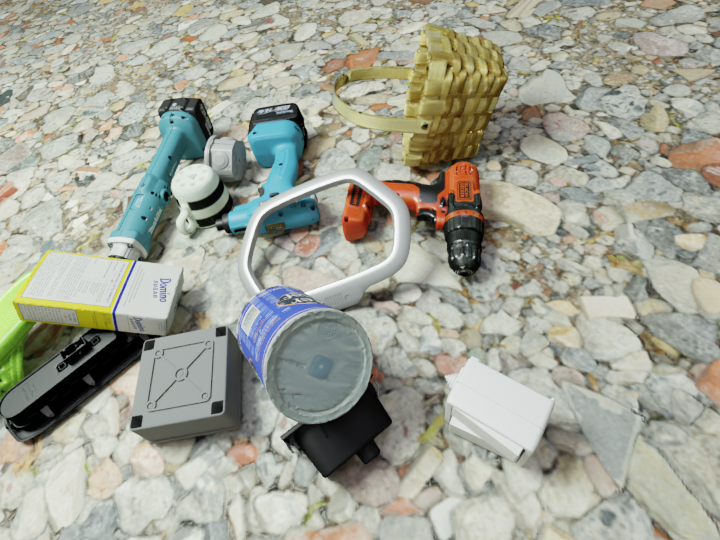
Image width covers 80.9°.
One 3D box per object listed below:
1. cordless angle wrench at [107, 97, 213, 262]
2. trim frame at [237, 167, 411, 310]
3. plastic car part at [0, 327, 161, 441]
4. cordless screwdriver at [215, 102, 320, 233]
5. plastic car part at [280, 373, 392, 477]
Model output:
[{"bbox_3d":[-0.344,-0.123,0.700,0.075,0.094,0.433,1,56,7],"label":"cordless angle wrench"},{"bbox_3d":[-0.055,-0.036,0.564,0.252,0.026,0.189,-20,69,12],"label":"trim frame"},{"bbox_3d":[-0.357,0.126,0.530,0.069,0.064,0.201,38,71,24],"label":"plastic car part"},{"bbox_3d":[-0.156,-0.166,0.700,0.160,0.071,0.258,-11,55,4],"label":"cordless screwdriver"},{"bbox_3d":[-0.015,0.164,0.429,0.115,0.064,0.074,-30,69,-16],"label":"plastic car part"}]
